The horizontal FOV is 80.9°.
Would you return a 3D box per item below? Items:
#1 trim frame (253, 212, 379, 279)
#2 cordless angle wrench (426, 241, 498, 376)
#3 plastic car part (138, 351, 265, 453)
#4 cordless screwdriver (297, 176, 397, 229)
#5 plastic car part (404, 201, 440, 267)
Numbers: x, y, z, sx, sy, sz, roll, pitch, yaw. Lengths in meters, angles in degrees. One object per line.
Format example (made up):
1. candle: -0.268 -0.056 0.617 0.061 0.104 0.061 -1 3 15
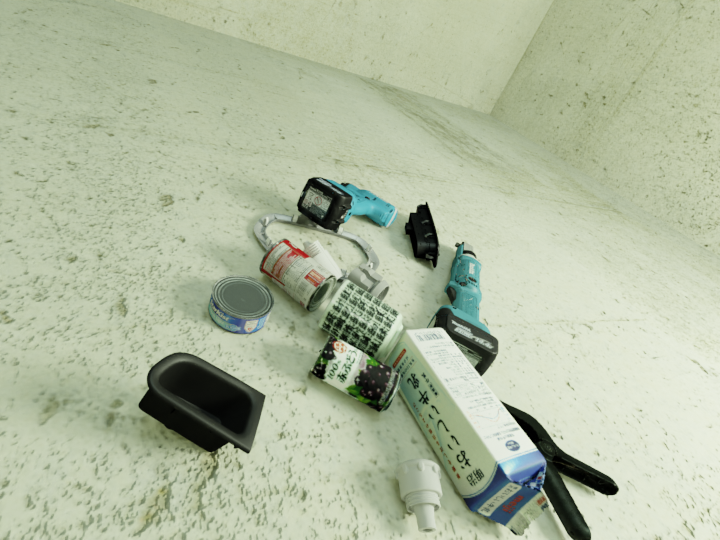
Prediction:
1. trim frame: -0.077 -0.051 0.790 0.243 0.027 0.191 12 32 -13
2. cordless angle wrench: 0.193 0.037 0.788 0.099 0.074 0.422 26 29 3
3. plastic car part: -0.163 0.135 0.415 0.113 0.071 0.067 34 28 -14
4. cordless screwdriver: -0.038 -0.151 0.899 0.167 0.074 0.238 37 23 25
5. plastic car part: 0.136 -0.084 0.939 0.066 0.065 0.209 7 34 -10
